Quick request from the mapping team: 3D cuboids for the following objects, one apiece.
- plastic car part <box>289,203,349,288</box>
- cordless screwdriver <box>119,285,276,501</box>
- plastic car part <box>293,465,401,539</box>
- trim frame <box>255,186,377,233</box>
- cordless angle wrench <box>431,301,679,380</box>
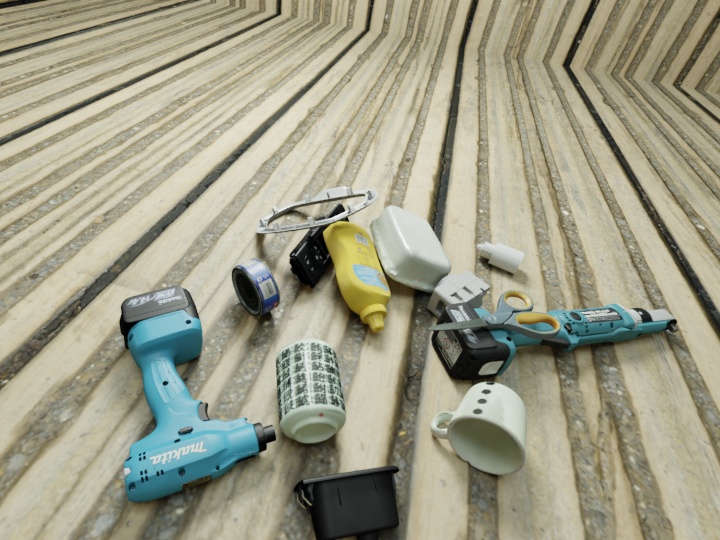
[{"bbox_3d":[-0.075,-0.049,0.765,0.069,0.064,0.202,-18,27,39],"label":"plastic car part"},{"bbox_3d":[-0.212,0.132,0.526,0.155,0.073,0.262,-12,48,-22],"label":"cordless screwdriver"},{"bbox_3d":[-0.005,0.248,0.438,0.114,0.065,0.073,1,56,-14],"label":"plastic car part"},{"bbox_3d":[-0.087,-0.115,0.784,0.258,0.027,0.182,-6,25,30],"label":"trim frame"},{"bbox_3d":[0.321,0.091,0.658,0.413,0.073,0.102,-3,42,-16],"label":"cordless angle wrench"}]
